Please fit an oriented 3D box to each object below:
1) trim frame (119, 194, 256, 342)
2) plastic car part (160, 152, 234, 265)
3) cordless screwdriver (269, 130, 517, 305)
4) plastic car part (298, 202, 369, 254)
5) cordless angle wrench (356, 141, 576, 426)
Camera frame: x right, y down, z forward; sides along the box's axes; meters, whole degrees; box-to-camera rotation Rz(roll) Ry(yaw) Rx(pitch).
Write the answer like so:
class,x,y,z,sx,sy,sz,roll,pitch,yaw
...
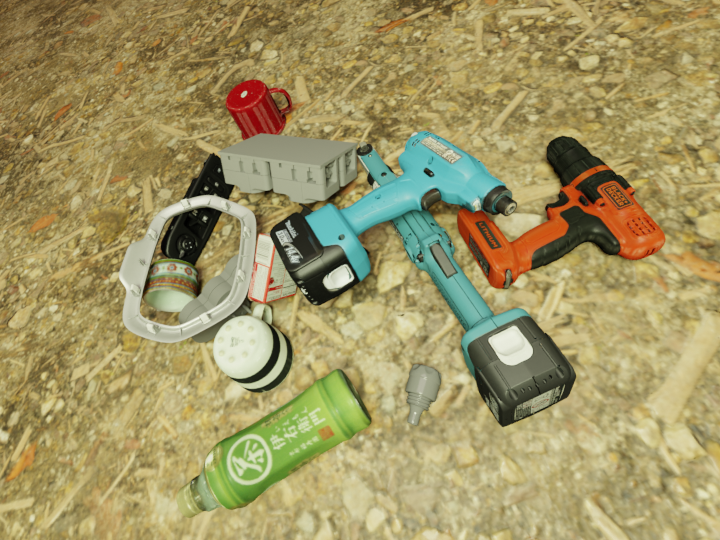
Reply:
class,x,y,z,sx,sy,sz,roll,pitch,yaw
trim frame,-0.238,-0.017,0.586,0.186,0.026,0.256,-6,55,5
plastic car part,-0.277,-0.097,0.703,0.070,0.063,0.206,-3,60,27
cordless screwdriver,0.031,-0.053,0.477,0.248,0.070,0.168,-35,48,-4
plastic car part,-0.058,-0.038,0.597,0.123,0.062,0.071,34,89,34
cordless angle wrench,0.085,-0.031,0.527,0.074,0.093,0.444,-27,52,0
